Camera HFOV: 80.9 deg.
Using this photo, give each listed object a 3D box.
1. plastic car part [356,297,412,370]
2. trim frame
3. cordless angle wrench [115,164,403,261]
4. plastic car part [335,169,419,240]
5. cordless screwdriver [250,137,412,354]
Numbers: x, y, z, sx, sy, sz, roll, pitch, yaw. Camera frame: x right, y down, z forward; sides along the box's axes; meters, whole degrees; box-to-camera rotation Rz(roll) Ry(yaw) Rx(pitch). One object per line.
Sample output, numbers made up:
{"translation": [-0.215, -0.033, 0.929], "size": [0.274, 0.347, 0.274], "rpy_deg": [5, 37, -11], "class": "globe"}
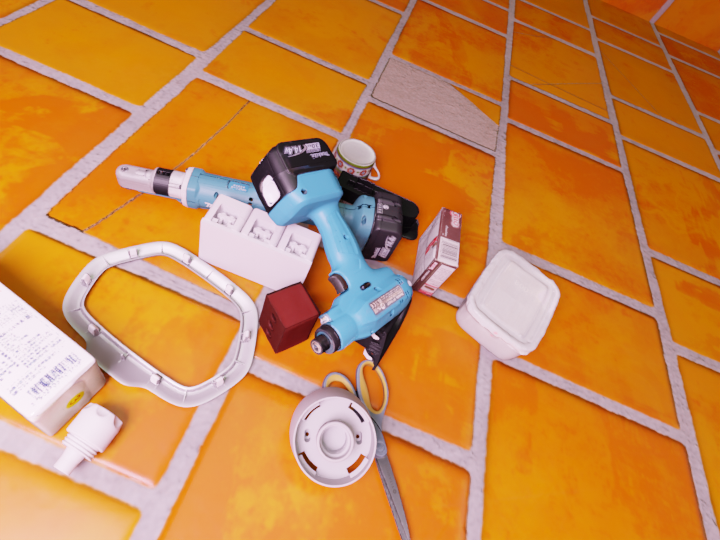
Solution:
{"translation": [0.019, 0.066, 0.582], "size": [0.073, 0.065, 0.115], "rpy_deg": [22, 33, 13], "class": "plastic car part"}
{"translation": [-0.243, 0.055, 0.528], "size": [0.252, 0.027, 0.183], "rpy_deg": [35, 53, 6], "class": "trim frame"}
{"translation": [-0.150, -0.102, 0.635], "size": [0.419, 0.097, 0.076], "rpy_deg": [11, 57, -6], "class": "cordless angle wrench"}
{"translation": [0.015, -0.120, 0.720], "size": [0.202, 0.067, 0.067], "rpy_deg": [27, 44, -1], "class": "plastic car part"}
{"translation": [-0.050, -0.033, 0.510], "size": [0.155, 0.076, 0.251], "rpy_deg": [-27, 84, -42], "class": "cordless screwdriver"}
